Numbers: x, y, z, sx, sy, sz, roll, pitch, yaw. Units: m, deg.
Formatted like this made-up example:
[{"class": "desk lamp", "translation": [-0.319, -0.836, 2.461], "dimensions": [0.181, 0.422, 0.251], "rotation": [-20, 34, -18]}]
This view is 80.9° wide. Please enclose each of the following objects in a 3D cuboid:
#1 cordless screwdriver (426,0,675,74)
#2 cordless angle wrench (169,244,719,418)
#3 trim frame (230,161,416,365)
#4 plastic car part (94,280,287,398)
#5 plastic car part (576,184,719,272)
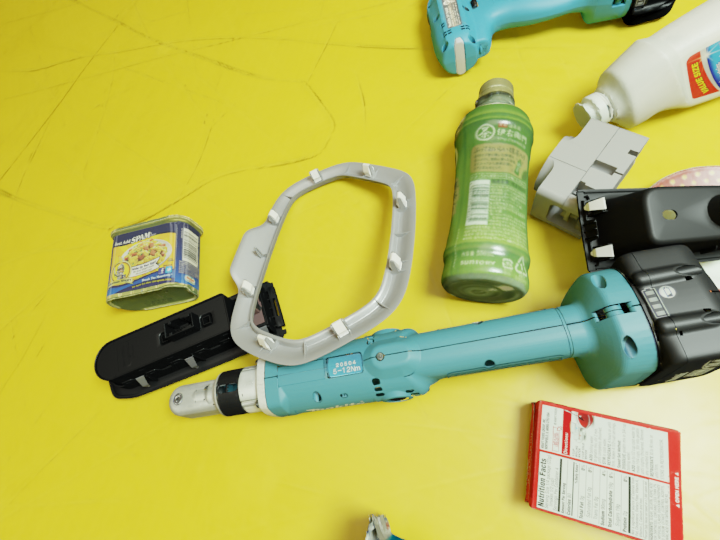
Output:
[{"class": "cordless screwdriver", "translation": [0.202, -0.325, 0.480], "dimensions": [0.255, 0.071, 0.163], "rotation": [-10, 64, 17]}, {"class": "cordless angle wrench", "translation": [0.028, 0.076, 0.342], "dimensions": [0.431, 0.093, 0.077], "rotation": [-13, 61, 15]}, {"class": "trim frame", "translation": [-0.040, -0.026, 0.404], "dimensions": [0.190, 0.026, 0.253], "rotation": [-9, 50, 24]}, {"class": "plastic car part", "translation": [-0.180, 0.072, 0.424], "dimensions": [0.205, 0.064, 0.068], "rotation": [-24, 70, 8]}, {"class": "plastic car part", "translation": [0.232, -0.037, 0.299], "dimensions": [0.118, 0.070, 0.066], "rotation": [-3, 83, 5]}]
